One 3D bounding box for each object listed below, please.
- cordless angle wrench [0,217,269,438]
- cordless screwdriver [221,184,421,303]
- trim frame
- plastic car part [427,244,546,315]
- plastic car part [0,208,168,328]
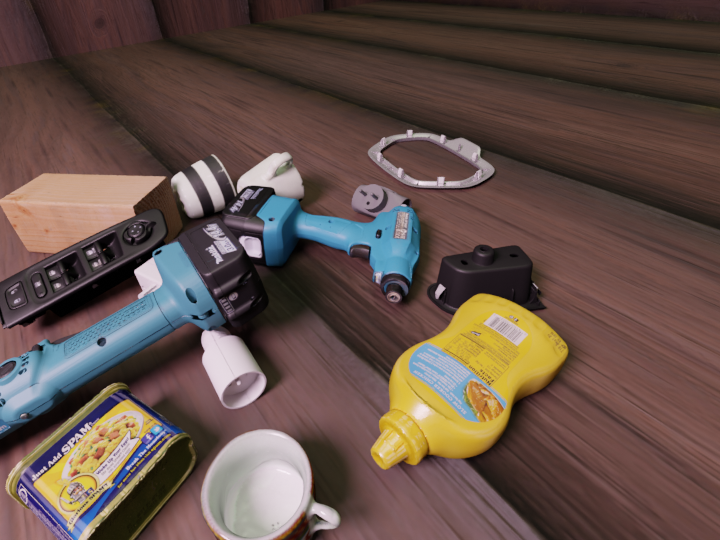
[{"bbox_3d":[-0.282,0.097,0.361,0.417,0.071,0.104,-33,44,-16],"label":"cordless angle wrench"},{"bbox_3d":[-0.052,-0.034,0.532,0.253,0.072,0.161,7,39,9],"label":"cordless screwdriver"},{"bbox_3d":[0.123,-0.207,0.768,0.180,0.026,0.262,-17,38,-17],"label":"trim frame"},{"bbox_3d":[0.137,0.004,0.462,0.115,0.069,0.068,-5,36,-6],"label":"plastic car part"},{"bbox_3d":[-0.317,0.000,0.507,0.201,0.064,0.070,-36,55,-14],"label":"plastic car part"}]
